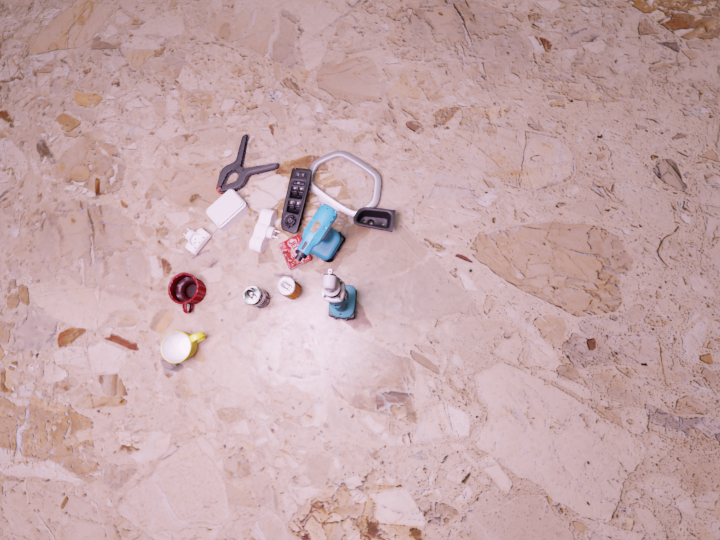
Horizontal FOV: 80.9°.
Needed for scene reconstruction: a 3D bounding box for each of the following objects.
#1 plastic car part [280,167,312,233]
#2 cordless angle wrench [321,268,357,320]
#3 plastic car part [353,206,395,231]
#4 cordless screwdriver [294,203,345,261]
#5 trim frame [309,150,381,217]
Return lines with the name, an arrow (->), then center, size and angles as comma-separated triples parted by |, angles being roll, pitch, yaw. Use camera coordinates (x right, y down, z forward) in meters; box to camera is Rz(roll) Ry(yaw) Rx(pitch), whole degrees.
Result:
plastic car part -> -0.196, -0.208, 1.292 | 0.067, 0.065, 0.204 | 10, 78, 7
cordless angle wrench -> -0.056, 0.060, 1.029 | 0.075, 0.414, 0.099 | 6, 80, 3
plastic car part -> 0.040, -0.146, 1.245 | 0.118, 0.069, 0.066 | 9, 79, 8
cordless screwdriver -> -0.113, -0.074, 1.157 | 0.076, 0.243, 0.159 | 31, 82, 8
trim frame -> -0.052, -0.268, 1.309 | 0.255, 0.027, 0.184 | 35, 83, 14
